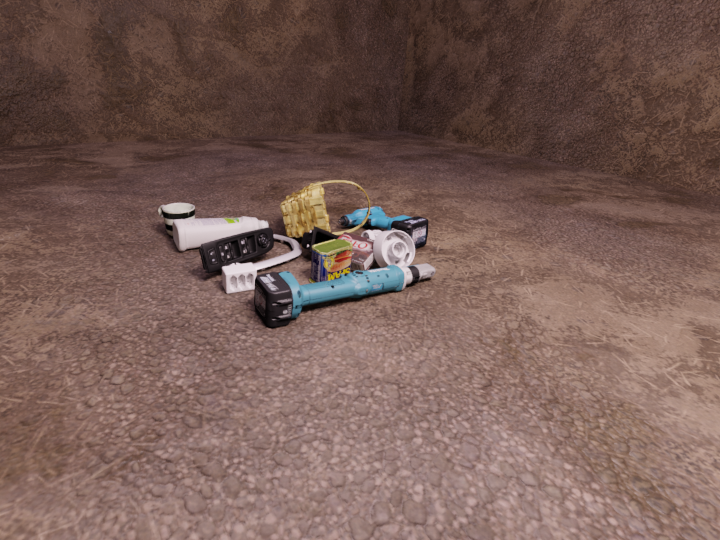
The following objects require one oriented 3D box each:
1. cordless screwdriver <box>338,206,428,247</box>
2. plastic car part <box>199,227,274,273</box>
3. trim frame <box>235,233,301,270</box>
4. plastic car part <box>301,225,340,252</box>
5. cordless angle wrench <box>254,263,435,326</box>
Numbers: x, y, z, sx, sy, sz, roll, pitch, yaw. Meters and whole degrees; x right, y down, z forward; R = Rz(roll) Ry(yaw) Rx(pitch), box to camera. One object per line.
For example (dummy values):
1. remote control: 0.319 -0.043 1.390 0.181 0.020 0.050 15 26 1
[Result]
1. cordless screwdriver: 0.062 -0.129 1.217 0.153 0.073 0.263 -15 27 -33
2. plastic car part: -0.288 -0.051 0.985 0.196 0.066 0.070 -23 10 -41
3. trim frame: -0.262 -0.047 1.062 0.195 0.027 0.240 24 35 37
4. plastic car part: -0.105 -0.069 1.074 0.074 0.066 0.110 6 -7 39
5. cordless angle wrench: -0.009 0.028 0.881 0.408 0.073 0.103 -9 27 -28
